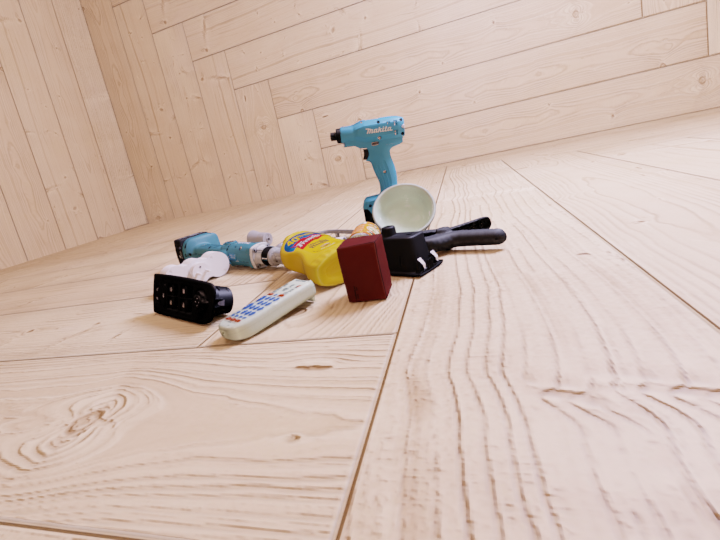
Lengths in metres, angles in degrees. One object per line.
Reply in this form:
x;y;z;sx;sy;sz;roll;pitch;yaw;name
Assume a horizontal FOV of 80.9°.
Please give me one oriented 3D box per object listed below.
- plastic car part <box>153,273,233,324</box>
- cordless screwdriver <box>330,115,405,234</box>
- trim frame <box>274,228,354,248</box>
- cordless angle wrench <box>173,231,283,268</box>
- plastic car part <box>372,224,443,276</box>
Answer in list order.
-0.261;0.044;0.658;0.063;0.066;0.213;10;-5;-42;plastic car part
0.025;-0.204;0.930;0.161;0.245;0.075;-6;12;7;cordless screwdriver
-0.091;-0.060;0.934;0.178;0.027;0.261;-22;20;-34;trim frame
-0.282;-0.040;0.943;0.445;0.073;0.095;6;23;44;cordless angle wrench
0.054;-0.033;0.642;0.122;0.069;0.064;5;21;42;plastic car part
